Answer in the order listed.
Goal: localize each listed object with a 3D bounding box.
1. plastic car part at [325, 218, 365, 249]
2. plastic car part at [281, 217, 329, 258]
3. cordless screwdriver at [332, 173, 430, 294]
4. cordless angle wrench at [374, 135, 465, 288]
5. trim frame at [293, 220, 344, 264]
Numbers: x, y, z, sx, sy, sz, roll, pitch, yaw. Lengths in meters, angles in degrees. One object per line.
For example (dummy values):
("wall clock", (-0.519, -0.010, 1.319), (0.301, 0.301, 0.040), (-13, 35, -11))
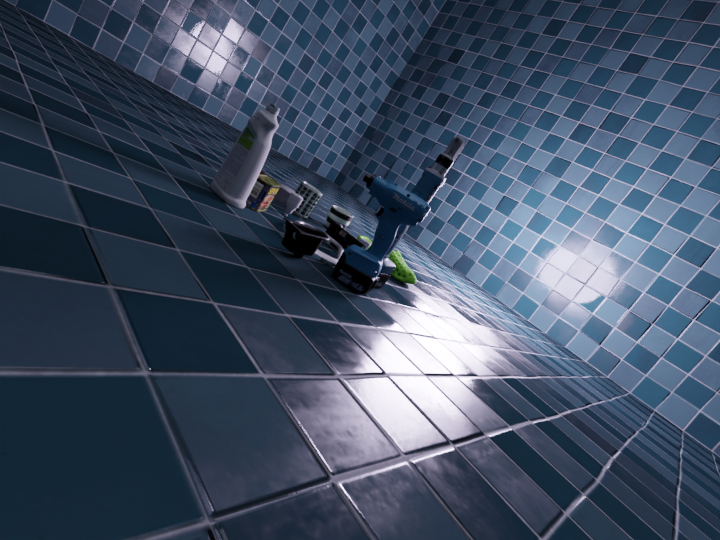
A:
("plastic car part", (-0.057, -0.103, 1.285), (0.063, 0.067, 0.213), (27, 13, -29))
("plastic car part", (-0.124, -0.061, 0.915), (0.070, 0.071, 0.110), (41, 14, 34))
("cordless screwdriver", (0.021, -0.082, 0.940), (0.162, 0.248, 0.073), (35, 11, 9))
("cordless angle wrench", (0.126, -0.147, 1.055), (0.078, 0.423, 0.093), (40, 13, 28))
("trim frame", (-0.109, -0.071, 1.112), (0.183, 0.027, 0.251), (31, 11, -6))
